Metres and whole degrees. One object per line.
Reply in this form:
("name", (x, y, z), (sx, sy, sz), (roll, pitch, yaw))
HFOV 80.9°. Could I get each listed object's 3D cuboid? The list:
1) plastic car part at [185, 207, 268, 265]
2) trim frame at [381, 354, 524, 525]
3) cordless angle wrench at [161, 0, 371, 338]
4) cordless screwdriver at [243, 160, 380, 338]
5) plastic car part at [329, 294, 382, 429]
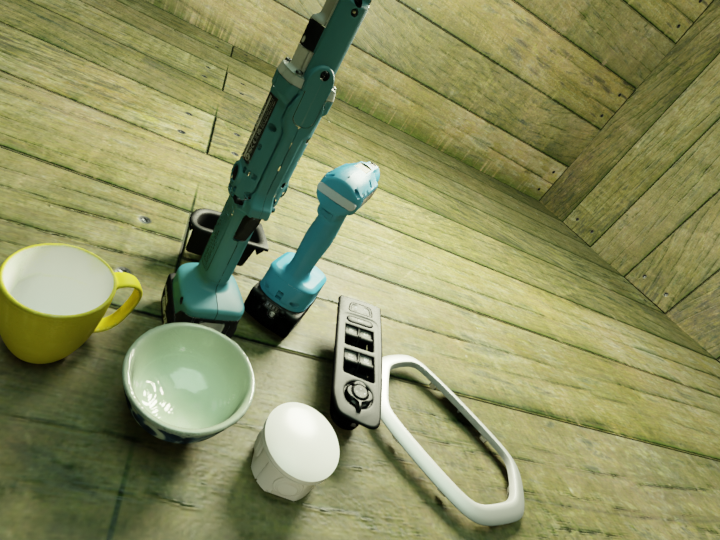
("plastic car part", (-0.204, -0.042, 0.620), (0.111, 0.071, 0.069), (13, 34, -32))
("trim frame", (0.112, 0.213, 0.563), (0.258, 0.027, 0.177), (42, 30, 20))
("cordless angle wrench", (-0.100, -0.088, 0.419), (0.071, 0.423, 0.103), (13, 35, -36))
("cordless screwdriver", (-0.055, -0.036, 0.567), (0.075, 0.248, 0.158), (35, 28, 2))
("plastic car part", (-0.012, 0.120, 0.551), (0.065, 0.067, 0.208), (25, 28, -16))
